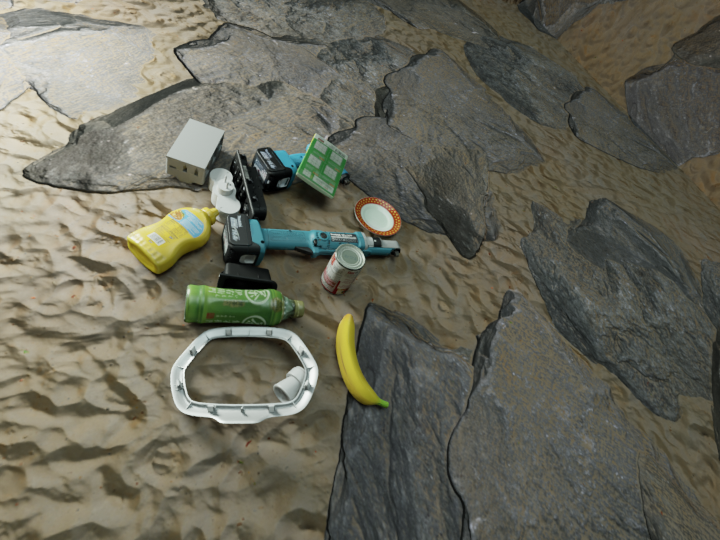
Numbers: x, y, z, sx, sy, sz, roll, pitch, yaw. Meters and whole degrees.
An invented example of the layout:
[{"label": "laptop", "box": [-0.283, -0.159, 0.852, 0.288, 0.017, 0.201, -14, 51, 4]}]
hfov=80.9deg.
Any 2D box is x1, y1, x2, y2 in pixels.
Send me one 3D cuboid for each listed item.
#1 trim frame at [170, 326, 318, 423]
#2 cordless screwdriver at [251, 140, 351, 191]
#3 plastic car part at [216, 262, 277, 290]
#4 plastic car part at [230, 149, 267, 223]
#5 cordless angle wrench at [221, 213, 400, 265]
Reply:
[{"label": "trim frame", "box": [-0.196, 0.172, 0.720, 0.246, 0.027, 0.190, 2, 47, -6]}, {"label": "cordless screwdriver", "box": [-0.147, -0.258, 1.084, 0.241, 0.074, 0.165, -25, 67, -39]}, {"label": "plastic car part", "box": [-0.230, 0.017, 0.847, 0.112, 0.065, 0.074, 5, 39, -24]}, {"label": "plastic car part", "box": [-0.260, -0.185, 0.987, 0.064, 0.067, 0.211, 10, 49, -37]}, {"label": "cordless angle wrench", "box": [-0.093, -0.061, 0.953, 0.408, 0.074, 0.102, 1, 55, -24]}]
